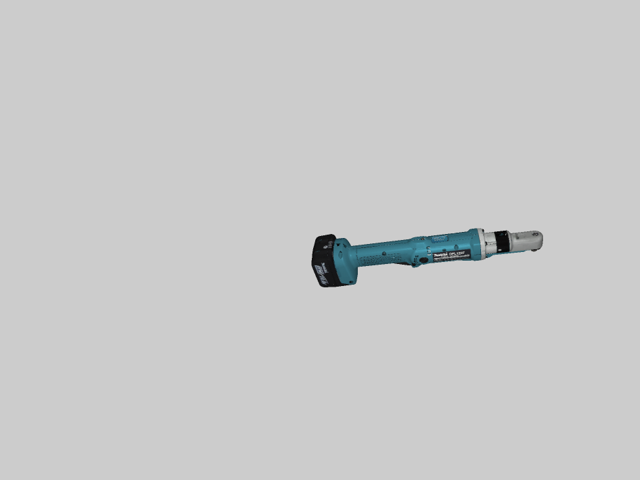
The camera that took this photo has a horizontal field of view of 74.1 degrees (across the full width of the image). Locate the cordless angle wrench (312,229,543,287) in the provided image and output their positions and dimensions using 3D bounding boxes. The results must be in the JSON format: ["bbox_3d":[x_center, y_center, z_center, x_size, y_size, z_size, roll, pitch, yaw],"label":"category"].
[{"bbox_3d":[0.196,0.022,0.815,0.423,0.098,0.074,-7,42,15],"label":"cordless angle wrench"}]
